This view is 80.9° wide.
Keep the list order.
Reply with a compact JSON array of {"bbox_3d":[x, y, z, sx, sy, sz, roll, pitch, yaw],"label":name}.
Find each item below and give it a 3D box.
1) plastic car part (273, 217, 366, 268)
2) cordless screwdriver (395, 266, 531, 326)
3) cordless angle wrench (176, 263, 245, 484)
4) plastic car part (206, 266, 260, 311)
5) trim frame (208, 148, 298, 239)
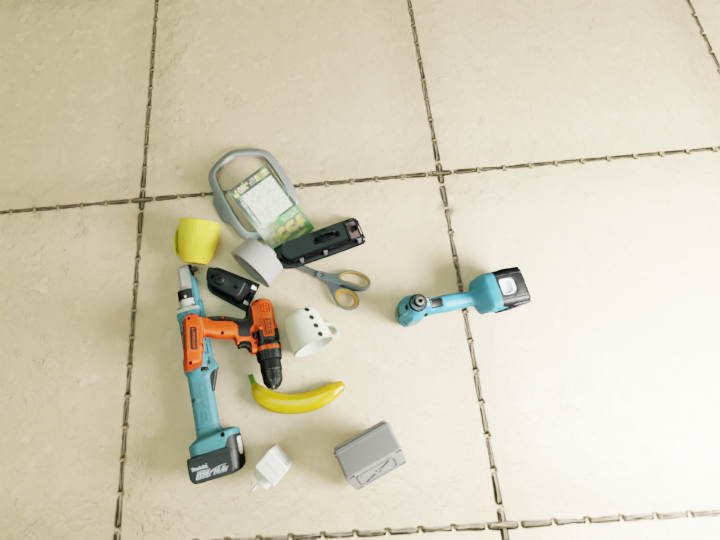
[{"bbox_3d":[-0.089,-0.058,0.912,0.202,0.067,0.067,-21,85,-4],"label":"plastic car part"},{"bbox_3d":[0.195,0.053,0.812,0.248,0.156,0.076,-12,75,-4],"label":"cordless screwdriver"},{"bbox_3d":[-0.323,0.184,0.849,0.098,0.072,0.436,-17,70,-4],"label":"cordless angle wrench"},{"bbox_3d":[-0.283,0.029,0.895,0.118,0.070,0.066,24,74,6],"label":"plastic car part"},{"bbox_3d":[-0.254,-0.182,0.986,0.183,0.027,0.255,-31,74,-8],"label":"trim frame"}]
